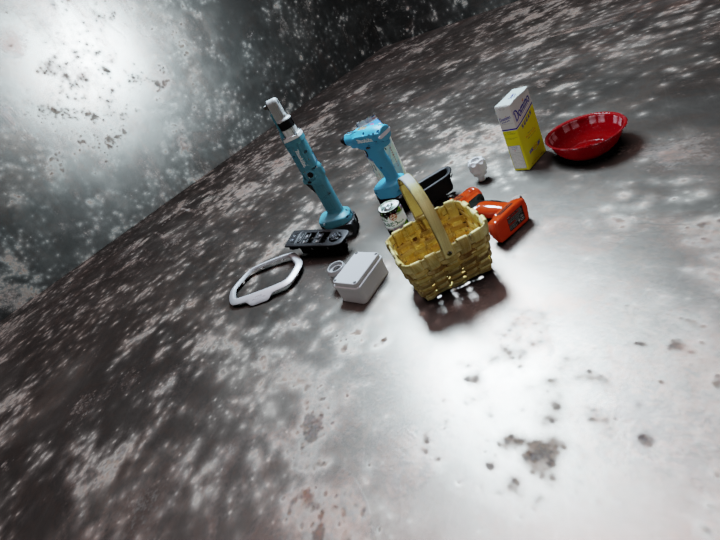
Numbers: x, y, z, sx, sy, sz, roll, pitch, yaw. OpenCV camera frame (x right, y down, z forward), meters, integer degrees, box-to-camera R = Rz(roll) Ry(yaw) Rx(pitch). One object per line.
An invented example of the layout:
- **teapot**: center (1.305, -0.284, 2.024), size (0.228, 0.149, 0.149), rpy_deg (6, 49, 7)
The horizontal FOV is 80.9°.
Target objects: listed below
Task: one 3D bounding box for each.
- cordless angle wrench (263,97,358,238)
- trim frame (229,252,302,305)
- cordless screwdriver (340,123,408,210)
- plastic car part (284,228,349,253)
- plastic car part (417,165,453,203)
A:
- **cordless angle wrench**: center (-0.130, -0.264, 1.128), size (0.100, 0.405, 0.076), rpy_deg (-18, 30, 21)
- **trim frame**: center (-0.270, 0.025, 1.201), size (0.254, 0.026, 0.188), rpy_deg (-19, 33, 18)
- **cordless screwdriver**: center (0.048, -0.280, 1.160), size (0.167, 0.238, 0.074), rpy_deg (7, 45, 47)
- **plastic car part**: center (-0.115, -0.075, 1.176), size (0.212, 0.064, 0.066), rpy_deg (-3, 40, 38)
- **plastic car part**: center (0.196, -0.211, 1.101), size (0.117, 0.068, 0.069), rpy_deg (-29, 30, 3)
